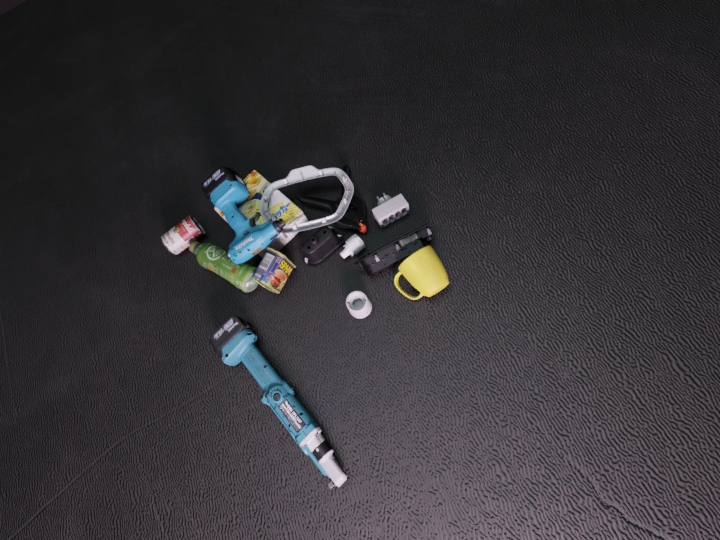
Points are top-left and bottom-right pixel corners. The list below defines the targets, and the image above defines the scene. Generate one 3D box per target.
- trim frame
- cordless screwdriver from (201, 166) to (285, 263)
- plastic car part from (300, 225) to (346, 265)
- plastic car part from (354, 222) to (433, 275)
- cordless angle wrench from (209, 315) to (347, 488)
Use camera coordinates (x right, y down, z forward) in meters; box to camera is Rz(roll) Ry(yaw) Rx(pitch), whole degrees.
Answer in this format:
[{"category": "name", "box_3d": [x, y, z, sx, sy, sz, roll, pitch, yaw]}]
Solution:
[{"category": "trim frame", "box_3d": [-0.140, -0.185, 1.072, 0.252, 0.026, 0.190, -13, 62, 9]}, {"category": "cordless screwdriver", "box_3d": [-0.295, -0.155, 1.066, 0.161, 0.071, 0.258, -34, 67, 12]}, {"category": "plastic car part", "box_3d": [-0.103, -0.067, 1.054, 0.116, 0.068, 0.069, -43, 63, -9]}, {"category": "plastic car part", "box_3d": [0.083, -0.043, 0.999, 0.204, 0.066, 0.067, -23, 90, 4]}, {"category": "cordless angle wrench", "box_3d": [-0.177, 0.278, 0.924, 0.098, 0.071, 0.442, -44, 65, -6]}]
